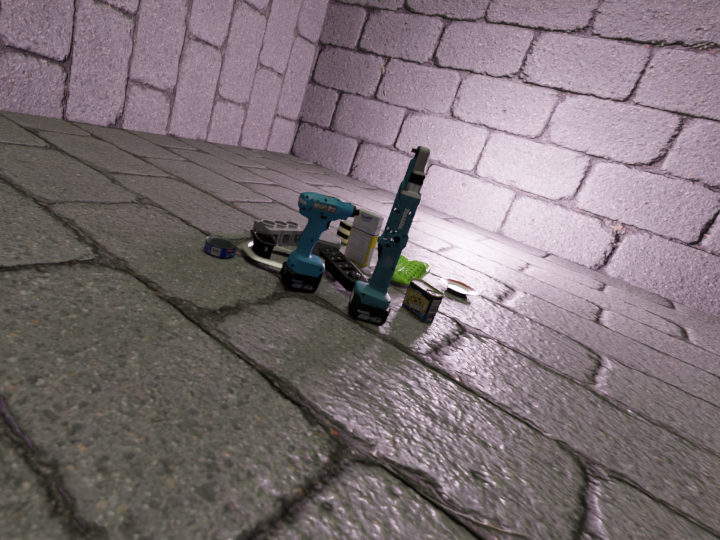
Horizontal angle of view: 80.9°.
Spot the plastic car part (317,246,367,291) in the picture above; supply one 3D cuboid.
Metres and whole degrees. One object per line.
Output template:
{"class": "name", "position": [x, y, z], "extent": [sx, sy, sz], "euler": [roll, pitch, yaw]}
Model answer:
{"class": "plastic car part", "position": [-0.057, -0.001, 1.202], "extent": [0.063, 0.066, 0.215], "euler": [5, 21, -36]}

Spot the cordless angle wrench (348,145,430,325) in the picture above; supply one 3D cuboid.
{"class": "cordless angle wrench", "position": [0.078, -0.077, 0.979], "extent": [0.097, 0.419, 0.076], "euler": [17, 17, -6]}

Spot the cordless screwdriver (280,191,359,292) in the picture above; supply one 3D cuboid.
{"class": "cordless screwdriver", "position": [-0.104, -0.068, 1.067], "extent": [0.153, 0.246, 0.078], "euler": [10, 19, -26]}

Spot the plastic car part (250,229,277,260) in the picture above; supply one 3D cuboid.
{"class": "plastic car part", "position": [-0.275, -0.063, 1.183], "extent": [0.063, 0.070, 0.122], "euler": [10, 19, -26]}

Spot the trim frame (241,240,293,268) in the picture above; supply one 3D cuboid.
{"class": "trim frame", "position": [-0.223, -0.035, 1.216], "extent": [0.246, 0.027, 0.188], "euler": [15, 18, -8]}
